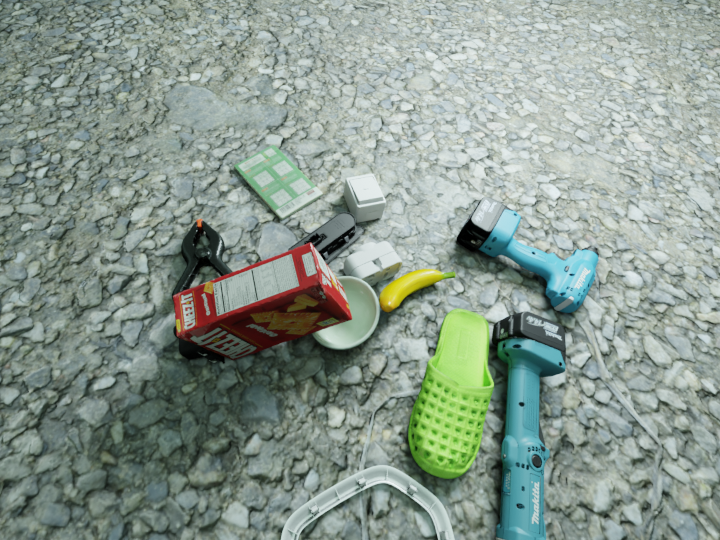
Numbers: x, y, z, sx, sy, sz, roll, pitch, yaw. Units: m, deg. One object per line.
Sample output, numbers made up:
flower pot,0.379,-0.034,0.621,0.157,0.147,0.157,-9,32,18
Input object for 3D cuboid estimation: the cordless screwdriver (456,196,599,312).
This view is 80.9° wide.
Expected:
cordless screwdriver,0.327,-0.049,0.811,0.256,0.073,0.158,36,62,14

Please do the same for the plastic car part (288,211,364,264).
plastic car part,-0.078,-0.051,0.797,0.199,0.065,0.069,-37,61,-26

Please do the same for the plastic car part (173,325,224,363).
plastic car part,-0.270,0.098,0.694,0.071,0.063,0.121,-20,57,-1

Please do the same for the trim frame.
trim frame,0.009,0.373,0.548,0.243,0.027,0.192,-21,62,-18

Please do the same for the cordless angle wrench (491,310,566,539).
cordless angle wrench,0.233,0.269,0.601,0.096,0.074,0.429,20,61,-10
